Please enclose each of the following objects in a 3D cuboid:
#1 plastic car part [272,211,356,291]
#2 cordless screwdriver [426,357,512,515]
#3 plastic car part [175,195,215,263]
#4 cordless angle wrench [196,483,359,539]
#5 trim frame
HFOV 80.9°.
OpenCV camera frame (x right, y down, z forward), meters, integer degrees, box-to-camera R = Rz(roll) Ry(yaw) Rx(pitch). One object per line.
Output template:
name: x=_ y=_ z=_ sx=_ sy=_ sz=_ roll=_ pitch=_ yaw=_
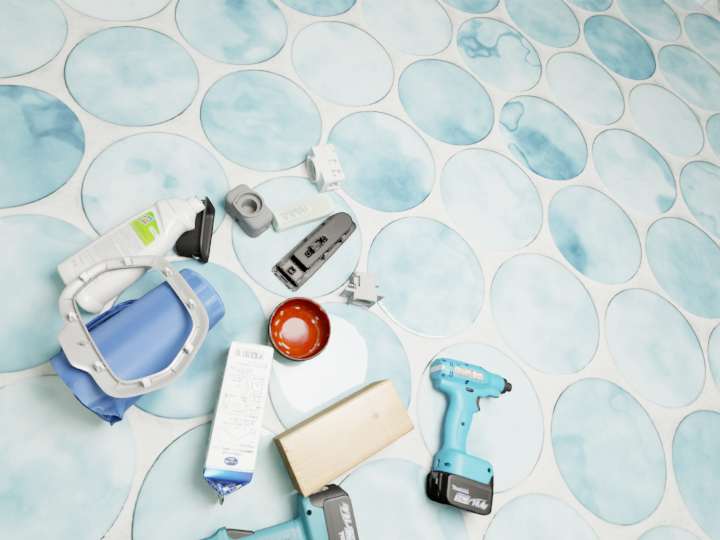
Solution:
plastic car part: x=-0.082 y=-0.054 z=0.839 sx=0.068 sy=0.066 sz=0.201 roll=40 pitch=62 yaw=8
cordless screwdriver: x=0.203 y=0.295 z=0.766 sx=0.156 sy=0.074 sz=0.253 roll=15 pitch=62 yaw=-10
plastic car part: x=-0.316 y=-0.074 z=0.790 sx=0.071 sy=0.065 sz=0.118 roll=3 pitch=71 yaw=0
cordless angle wrench: x=-0.214 y=0.417 z=0.611 sx=0.414 sy=0.074 sz=0.100 roll=-8 pitch=72 yaw=-15
trim frame: x=-0.333 y=0.066 z=0.614 sx=0.181 sy=0.027 sz=0.260 roll=-33 pitch=62 yaw=-26
